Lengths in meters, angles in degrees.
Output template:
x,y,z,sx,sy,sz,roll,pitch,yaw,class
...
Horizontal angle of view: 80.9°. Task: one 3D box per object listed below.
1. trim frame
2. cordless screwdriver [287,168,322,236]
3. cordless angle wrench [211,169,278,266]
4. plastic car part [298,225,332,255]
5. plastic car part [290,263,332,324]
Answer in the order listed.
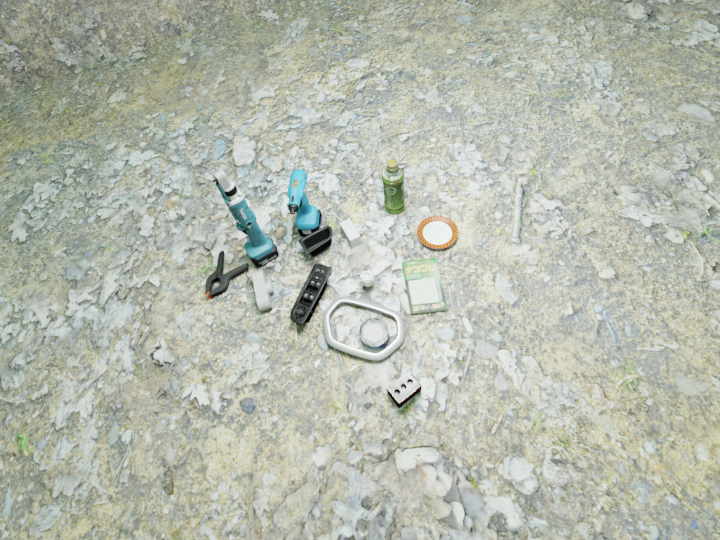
x,y,z,sx,sy,sz,roll,pitch,yaw,class
0.006,0.163,1.240,0.257,0.026,0.185,13,62,19,trim frame
-0.187,-0.191,1.373,0.075,0.239,0.163,0,59,7,cordless screwdriver
-0.351,-0.155,1.285,0.097,0.406,0.078,-31,61,-12,cordless angle wrench
-0.137,-0.090,1.402,0.116,0.068,0.069,-29,59,-8,plastic car part
-0.152,0.079,1.302,0.069,0.064,0.204,18,64,19,plastic car part
